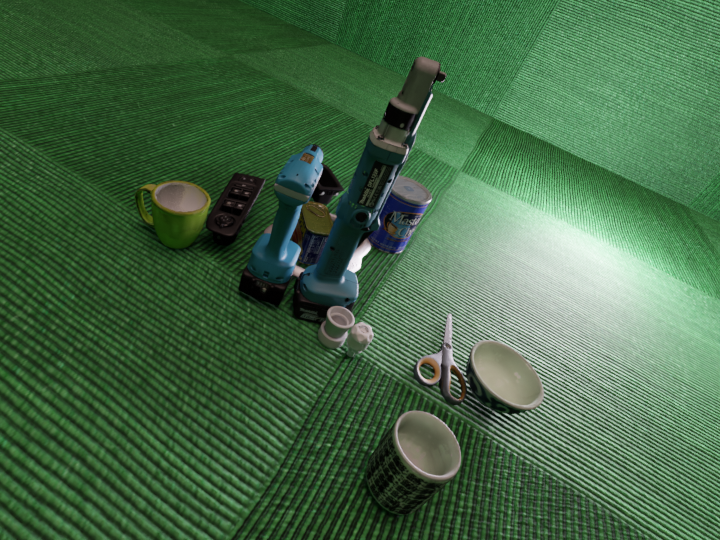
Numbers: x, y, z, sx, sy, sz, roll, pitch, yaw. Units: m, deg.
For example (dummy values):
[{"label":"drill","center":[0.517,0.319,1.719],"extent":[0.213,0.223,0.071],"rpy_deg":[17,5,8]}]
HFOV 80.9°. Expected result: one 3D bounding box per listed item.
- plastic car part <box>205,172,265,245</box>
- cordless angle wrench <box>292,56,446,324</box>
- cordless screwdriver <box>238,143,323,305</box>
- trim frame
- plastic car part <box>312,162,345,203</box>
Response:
[{"label":"plastic car part","center":[-0.244,-0.116,0.814],"extent":[0.065,0.066,0.207],"rpy_deg":[18,36,-9]},{"label":"cordless angle wrench","center":[0.001,-0.088,0.602],"extent":[0.096,0.419,0.077],"rpy_deg":[16,36,-13]},{"label":"cordless screwdriver","center":[-0.117,-0.076,0.673],"extent":[0.074,0.246,0.162],"rpy_deg":[21,36,-6]},{"label":"trim frame","center":[-0.083,-0.054,0.850],"extent":[0.191,0.027,0.242],"rpy_deg":[35,38,18]},{"label":"plastic car part","center":[-0.096,-0.198,0.992],"extent":[0.063,0.070,0.122],"rpy_deg":[-1,42,-31]}]
